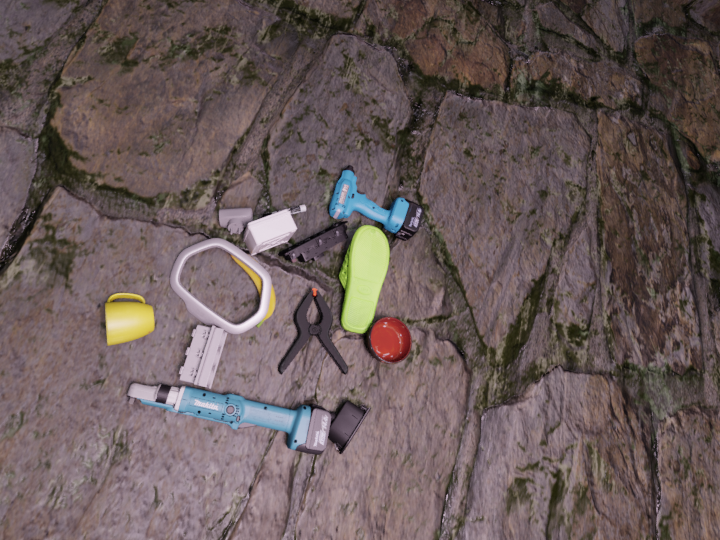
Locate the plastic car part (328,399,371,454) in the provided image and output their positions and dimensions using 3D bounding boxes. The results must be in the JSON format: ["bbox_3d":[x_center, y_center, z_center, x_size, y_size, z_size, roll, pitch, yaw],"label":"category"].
[{"bbox_3d":[-0.037,0.343,0.958,0.073,0.065,0.116,36,68,12],"label":"plastic car part"}]

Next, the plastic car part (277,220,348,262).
[{"bbox_3d":[-0.105,-0.069,1.078,0.199,0.068,0.066,-35,96,-24],"label":"plastic car part"}]

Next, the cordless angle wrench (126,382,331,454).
[{"bbox_3d":[-0.276,0.297,0.896,0.416,0.074,0.099,15,69,-8],"label":"cordless angle wrench"}]

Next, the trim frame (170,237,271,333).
[{"bbox_3d":[-0.321,0.034,0.979,0.250,0.027,0.184,35,76,3],"label":"trim frame"}]

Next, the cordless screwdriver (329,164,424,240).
[{"bbox_3d":[0.046,-0.187,1.160,0.246,0.074,0.161,18,67,-6],"label":"cordless screwdriver"}]
